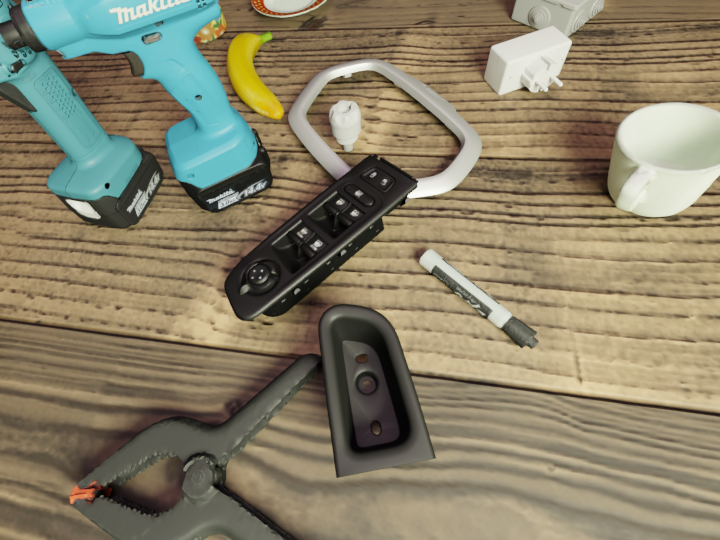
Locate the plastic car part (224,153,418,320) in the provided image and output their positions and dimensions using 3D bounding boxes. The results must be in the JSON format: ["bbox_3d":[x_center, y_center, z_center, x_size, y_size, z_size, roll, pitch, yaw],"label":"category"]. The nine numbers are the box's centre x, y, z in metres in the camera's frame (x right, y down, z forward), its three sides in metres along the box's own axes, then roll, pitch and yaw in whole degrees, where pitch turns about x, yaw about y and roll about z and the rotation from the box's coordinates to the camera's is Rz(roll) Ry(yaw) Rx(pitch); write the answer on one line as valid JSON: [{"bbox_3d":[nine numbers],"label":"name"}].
[{"bbox_3d":[-0.039,-0.026,0.403,0.201,0.064,0.069,-39,64,-15],"label":"plastic car part"}]

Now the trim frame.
[{"bbox_3d":[0.024,-0.175,0.503,0.182,0.026,0.260,-34,61,-12],"label":"trim frame"}]

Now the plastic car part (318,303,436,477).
[{"bbox_3d":[0.006,0.090,0.326,0.066,0.068,0.121,-12,59,-1],"label":"plastic car part"}]

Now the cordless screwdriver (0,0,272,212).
[{"bbox_3d":[-0.179,-0.153,0.395,0.158,0.240,0.078,-23,62,-8],"label":"cordless screwdriver"}]

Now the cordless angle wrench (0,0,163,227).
[{"bbox_3d":[-0.293,-0.186,0.333,0.076,0.408,0.099,11,62,9],"label":"cordless angle wrench"}]
